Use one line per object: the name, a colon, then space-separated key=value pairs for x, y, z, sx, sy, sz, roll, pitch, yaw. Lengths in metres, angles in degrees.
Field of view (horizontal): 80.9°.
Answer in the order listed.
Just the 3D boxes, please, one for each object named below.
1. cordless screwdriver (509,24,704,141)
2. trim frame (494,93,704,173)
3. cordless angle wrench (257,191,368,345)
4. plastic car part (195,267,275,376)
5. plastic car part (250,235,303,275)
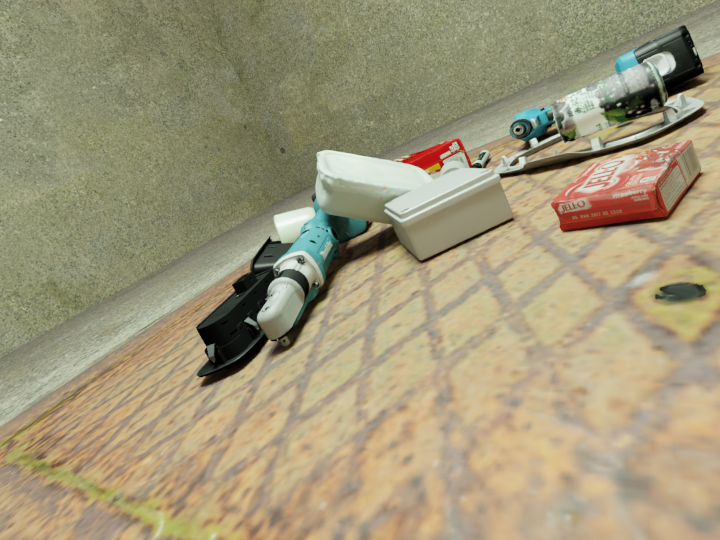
cordless screwdriver: x=0.361 y=-0.271 z=0.656 sx=0.257 sy=0.074 sz=0.155 roll=-19 pitch=9 yaw=38
trim frame: x=0.299 y=-0.179 z=0.566 sx=0.181 sy=0.027 sz=0.259 roll=-36 pitch=19 yaw=-26
cordless angle wrench: x=-0.056 y=-0.037 z=0.573 sx=0.076 sy=0.095 sz=0.426 roll=-26 pitch=18 yaw=18
plastic car part: x=-0.124 y=0.043 z=0.480 sx=0.068 sy=0.065 sz=0.204 roll=-15 pitch=20 yaw=15
plastic car part: x=-0.120 y=-0.011 z=0.656 sx=0.072 sy=0.064 sz=0.118 roll=-10 pitch=20 yaw=6
